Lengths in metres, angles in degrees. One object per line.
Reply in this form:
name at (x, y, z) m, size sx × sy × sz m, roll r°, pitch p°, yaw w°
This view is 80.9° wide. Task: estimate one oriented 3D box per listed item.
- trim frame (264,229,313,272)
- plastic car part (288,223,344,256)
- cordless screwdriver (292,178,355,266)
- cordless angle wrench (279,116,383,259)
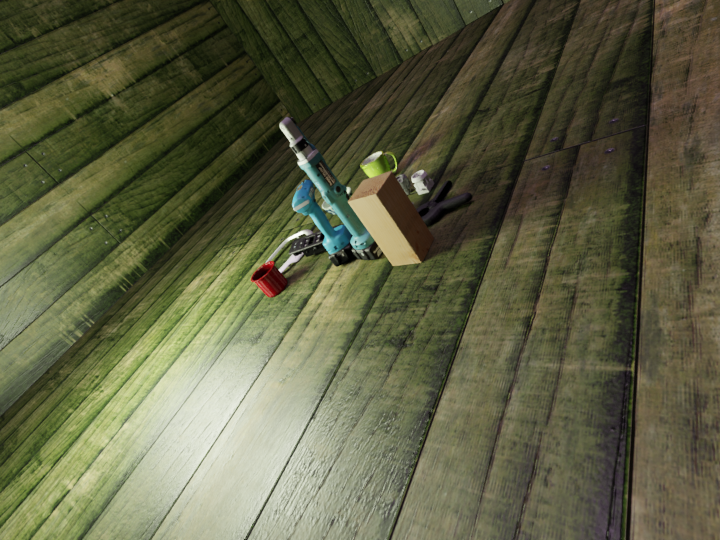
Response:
trim frame at (-0.261, -0.058, 1.497) m, size 0.193 × 0.026 × 0.247 m, roll 1°, pitch 46°, yaw 51°
plastic car part at (-0.131, -0.086, 1.341) m, size 0.209 × 0.064 × 0.067 m, roll -21°, pitch 30°, yaw 30°
cordless screwdriver at (-0.099, -0.142, 1.196) m, size 0.076 × 0.239 × 0.163 m, roll -29°, pitch 25°, yaw 19°
cordless angle wrench at (-0.070, -0.202, 1.070) m, size 0.078 × 0.407 × 0.097 m, roll -3°, pitch 40°, yaw 53°
